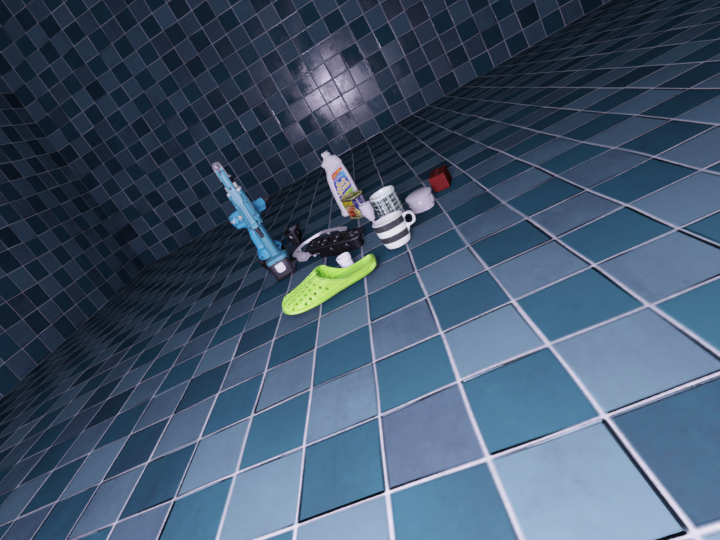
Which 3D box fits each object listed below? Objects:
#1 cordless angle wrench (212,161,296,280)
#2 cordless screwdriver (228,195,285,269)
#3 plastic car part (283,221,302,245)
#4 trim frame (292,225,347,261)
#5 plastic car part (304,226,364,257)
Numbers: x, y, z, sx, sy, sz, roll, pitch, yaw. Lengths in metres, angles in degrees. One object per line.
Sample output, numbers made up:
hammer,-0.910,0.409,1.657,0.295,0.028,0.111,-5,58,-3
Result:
cordless angle wrench,-0.345,-0.161,1.350,0.074,0.411,0.100,-30,17,3
cordless screwdriver,-0.343,-0.134,1.519,0.157,0.242,0.077,-37,18,-18
plastic car part,-0.253,-0.132,1.631,0.066,0.069,0.119,-28,20,8
trim frame,-0.142,-0.093,1.457,0.182,0.027,0.260,-44,25,-29
plastic car part,-0.071,-0.078,1.278,0.210,0.065,0.066,-16,24,34
